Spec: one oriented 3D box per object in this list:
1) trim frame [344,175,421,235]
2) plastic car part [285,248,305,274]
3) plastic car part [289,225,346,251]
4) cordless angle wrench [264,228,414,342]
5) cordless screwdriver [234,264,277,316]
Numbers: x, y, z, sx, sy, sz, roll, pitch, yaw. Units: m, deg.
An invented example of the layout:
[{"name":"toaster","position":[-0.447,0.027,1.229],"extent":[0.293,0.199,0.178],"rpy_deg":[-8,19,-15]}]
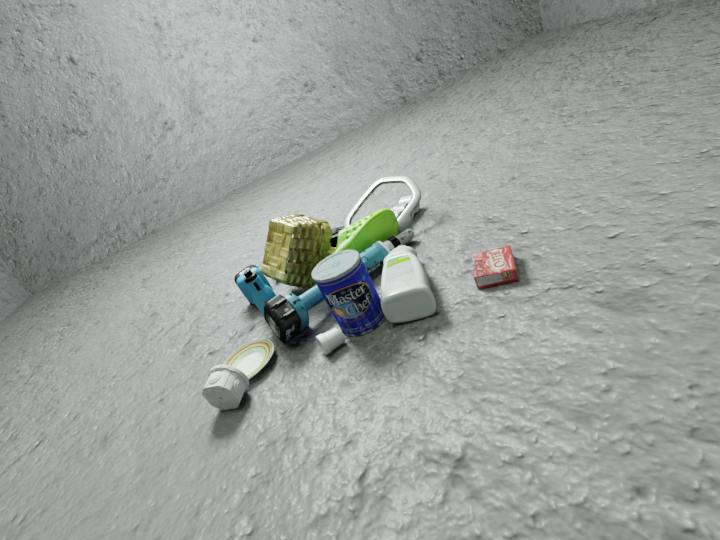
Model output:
[{"name":"trim frame","position":[0.056,-0.153,1.147],"extent":[0.248,0.026,0.195],"rpy_deg":[-51,50,1]},{"name":"plastic car part","position":[-0.213,-0.009,1.229],"extent":[0.118,0.063,0.073],"rpy_deg":[-24,38,15]},{"name":"plastic car part","position":[-0.122,-0.080,1.250],"extent":[0.209,0.065,0.066],"rpy_deg":[-17,18,28]},{"name":"cordless angle wrench","position":[-0.027,0.010,0.976],"extent":[0.415,0.077,0.096],"rpy_deg":[-34,-22,-24]},{"name":"cordless screwdriver","position":[-0.264,0.041,1.066],"extent":[0.074,0.154,0.260],"rpy_deg":[-35,24,-14]}]
